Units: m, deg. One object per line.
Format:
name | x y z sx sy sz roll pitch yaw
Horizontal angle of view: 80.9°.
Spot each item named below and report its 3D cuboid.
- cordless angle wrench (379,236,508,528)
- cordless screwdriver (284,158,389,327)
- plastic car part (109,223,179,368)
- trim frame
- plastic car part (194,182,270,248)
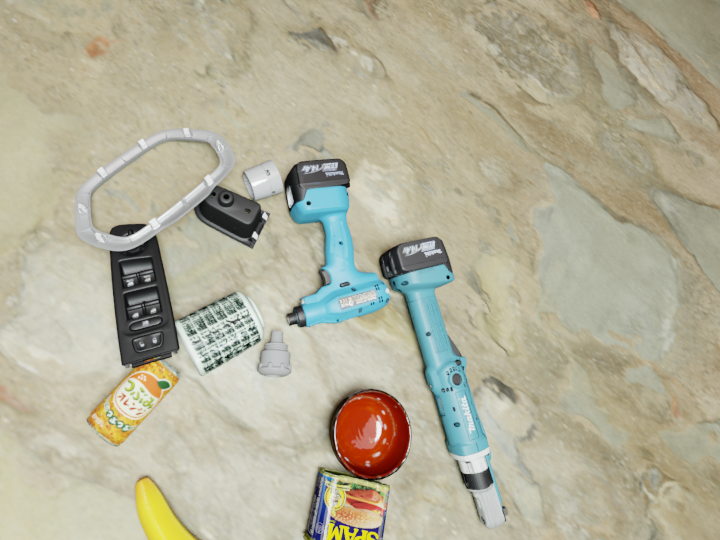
cordless angle wrench | 0.133 0.162 0.642 0.095 0.075 0.430 -11 78 -19
cordless screwdriver | -0.064 -0.042 0.652 0.155 0.075 0.252 -14 81 -19
plastic car part | -0.286 0.027 0.561 0.065 0.066 0.210 -17 68 -12
trim frame | -0.296 -0.128 0.607 0.192 0.026 0.246 33 64 22
plastic car part | -0.196 -0.093 0.633 0.114 0.072 0.066 27 68 -10
